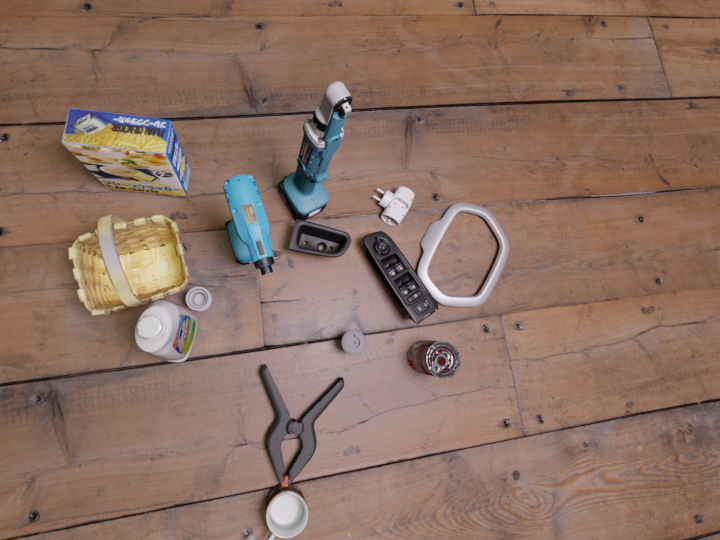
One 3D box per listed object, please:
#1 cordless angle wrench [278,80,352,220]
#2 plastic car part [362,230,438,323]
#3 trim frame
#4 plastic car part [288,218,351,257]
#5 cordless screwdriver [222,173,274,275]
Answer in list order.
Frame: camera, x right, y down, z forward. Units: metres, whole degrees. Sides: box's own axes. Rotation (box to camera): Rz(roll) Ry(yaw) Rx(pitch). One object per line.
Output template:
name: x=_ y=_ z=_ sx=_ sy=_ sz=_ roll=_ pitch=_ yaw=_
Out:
cordless angle wrench: x=-0.077 y=-0.185 z=0.705 sx=0.073 sy=0.426 sz=0.098 roll=-28 pitch=89 yaw=-16
plastic car part: x=0.073 y=0.009 z=0.870 sx=0.065 sy=0.067 sz=0.205 roll=-31 pitch=84 yaw=-15
trim frame: x=0.224 y=-0.036 z=0.923 sx=0.184 sy=0.027 sz=0.249 roll=31 pitch=75 yaw=-1
plastic car part: x=-0.084 y=-0.055 z=0.858 sx=0.115 sy=0.071 sz=0.066 roll=13 pitch=77 yaw=-7
cordless screwdriver: x=-0.191 y=-0.054 z=0.749 sx=0.073 sy=0.250 sz=0.161 roll=-17 pitch=85 yaw=-16
